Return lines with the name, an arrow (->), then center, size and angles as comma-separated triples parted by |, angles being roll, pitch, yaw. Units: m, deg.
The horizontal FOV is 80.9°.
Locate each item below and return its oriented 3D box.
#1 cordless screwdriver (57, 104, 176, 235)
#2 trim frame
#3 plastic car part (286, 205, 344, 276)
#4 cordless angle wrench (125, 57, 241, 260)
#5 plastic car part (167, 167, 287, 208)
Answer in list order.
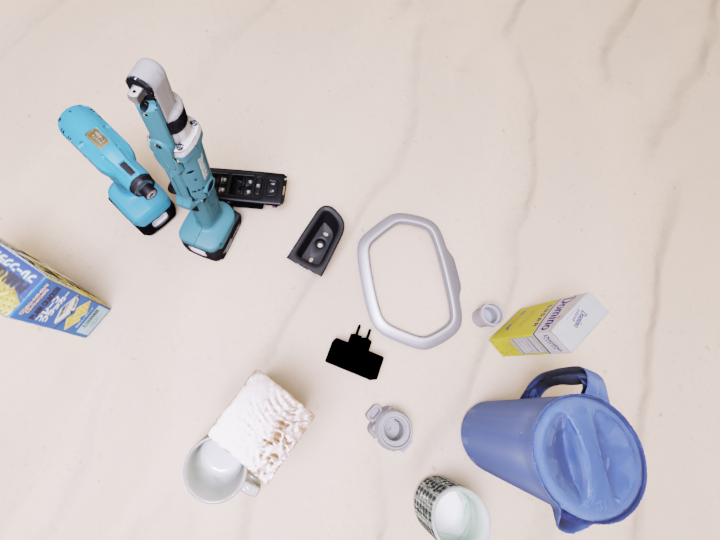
cordless screwdriver -> -0.341, -0.123, 0.640 | 0.161, 0.247, 0.074 | 44, 71, 5
trim frame -> 0.091, 0.014, 0.751 | 0.182, 0.027, 0.254 | -9, 72, -9
plastic car part -> -0.072, -0.047, 0.734 | 0.066, 0.070, 0.117 | 28, 71, 1
cordless angle wrench -> -0.223, -0.119, 0.559 | 0.074, 0.421, 0.098 | 22, 72, -4
plastic car part -> -0.235, -0.144, 0.753 | 0.202, 0.066, 0.067 | 7, 72, -4
